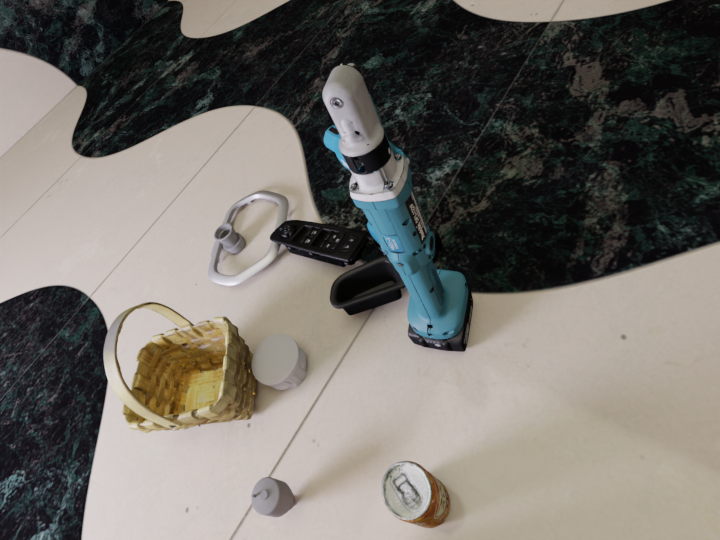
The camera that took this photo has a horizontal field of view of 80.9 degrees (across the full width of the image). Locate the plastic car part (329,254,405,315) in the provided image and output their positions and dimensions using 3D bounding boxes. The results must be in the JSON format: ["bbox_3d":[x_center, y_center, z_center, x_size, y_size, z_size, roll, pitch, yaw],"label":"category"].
[{"bbox_3d":[0.016,0.032,0.653,0.118,0.067,0.069,-24,50,9],"label":"plastic car part"}]

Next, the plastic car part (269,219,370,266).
[{"bbox_3d":[-0.074,-0.048,0.757,0.214,0.063,0.066,17,66,34],"label":"plastic car part"}]

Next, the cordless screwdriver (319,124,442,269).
[{"bbox_3d":[0.028,-0.109,0.634,0.074,0.236,0.168,-42,50,-7],"label":"cordless screwdriver"}]

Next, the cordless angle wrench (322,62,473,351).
[{"bbox_3d":[0.052,-0.031,0.459,0.077,0.401,0.099,4,59,27],"label":"cordless angle wrench"}]

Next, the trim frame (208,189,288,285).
[{"bbox_3d":[-0.235,-0.074,0.881,0.189,0.026,0.255,-11,54,20],"label":"trim frame"}]
